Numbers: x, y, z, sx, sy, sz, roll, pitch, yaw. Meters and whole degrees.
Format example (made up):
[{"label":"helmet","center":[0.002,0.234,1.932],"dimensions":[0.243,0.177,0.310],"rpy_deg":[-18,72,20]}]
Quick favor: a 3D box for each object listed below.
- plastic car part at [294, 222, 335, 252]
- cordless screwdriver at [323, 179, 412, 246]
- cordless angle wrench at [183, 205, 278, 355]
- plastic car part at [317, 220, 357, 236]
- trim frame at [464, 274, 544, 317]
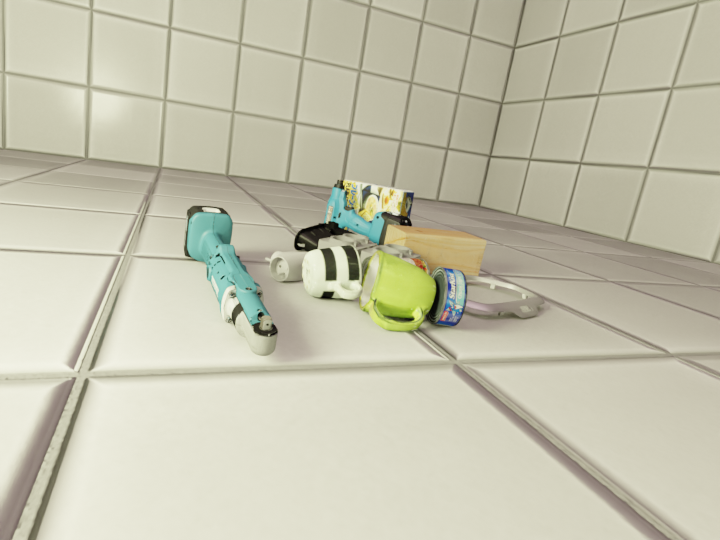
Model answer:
[{"label":"plastic car part","center":[-0.094,-0.061,0.960],"dimensions":[0.073,0.065,0.113],"rpy_deg":[29,23,17]},{"label":"cordless screwdriver","center":[0.013,-0.149,1.145],"dimensions":[0.262,0.157,0.071],"rpy_deg":[20,16,32]},{"label":"cordless angle wrench","center":[-0.194,0.001,0.612],"dimensions":[0.071,0.097,0.445],"rpy_deg":[2,20,-29]},{"label":"plastic car part","center":[-0.062,-0.085,1.057],"dimensions":[0.063,0.066,0.214],"rpy_deg":[9,14,-34]},{"label":"trim frame","center":[0.230,0.044,0.789],"dimensions":[0.237,0.027,0.195],"rpy_deg":[-2,16,-40]}]
